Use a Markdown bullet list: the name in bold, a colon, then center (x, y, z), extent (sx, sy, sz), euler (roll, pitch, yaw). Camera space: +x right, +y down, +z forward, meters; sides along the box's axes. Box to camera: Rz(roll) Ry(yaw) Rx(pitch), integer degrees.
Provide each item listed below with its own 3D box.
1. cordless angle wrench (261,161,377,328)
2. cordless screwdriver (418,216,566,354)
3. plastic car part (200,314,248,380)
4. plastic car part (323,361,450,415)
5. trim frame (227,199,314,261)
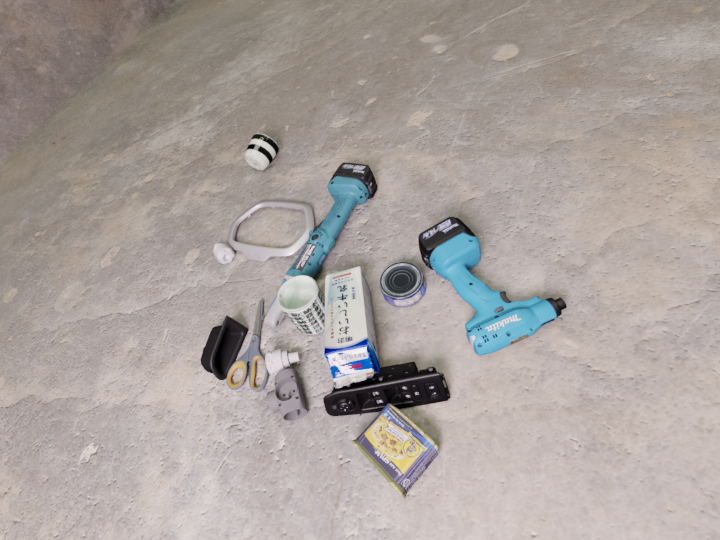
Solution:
- **cordless angle wrench**: center (-0.091, -0.060, 0.931), extent (0.103, 0.070, 0.424), euler (13, 63, 31)
- **cordless screwdriver**: center (0.216, 0.011, 0.740), extent (0.160, 0.071, 0.261), euler (-26, 52, 2)
- **plastic car part**: center (-0.290, 0.158, 0.860), extent (0.074, 0.062, 0.118), euler (-5, 55, 38)
- **plastic car part**: center (0.034, 0.189, 0.689), extent (0.206, 0.063, 0.069), euler (-17, 40, 10)
- **trim frame**: center (-0.223, -0.103, 1.047), extent (0.259, 0.026, 0.185), euler (8, 57, 26)
